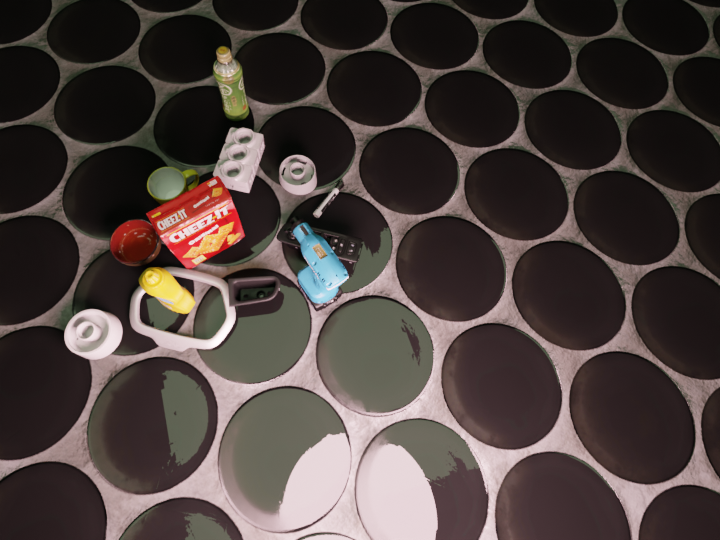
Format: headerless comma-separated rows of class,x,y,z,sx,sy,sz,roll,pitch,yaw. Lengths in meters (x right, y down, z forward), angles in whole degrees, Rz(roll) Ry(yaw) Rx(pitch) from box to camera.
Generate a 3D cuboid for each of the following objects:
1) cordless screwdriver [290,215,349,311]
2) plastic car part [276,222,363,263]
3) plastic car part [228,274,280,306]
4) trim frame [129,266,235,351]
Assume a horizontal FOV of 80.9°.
cordless screwdriver,-0.098,-0.009,0.900,0.073,0.245,0.163,-31,77,-15
plastic car part,-0.099,-0.065,1.016,0.204,0.066,0.067,16,70,4
plastic car part,-0.238,0.051,0.966,0.116,0.070,0.067,-5,71,-5
trim frame,-0.407,0.088,0.969,0.250,0.027,0.186,12,69,2
